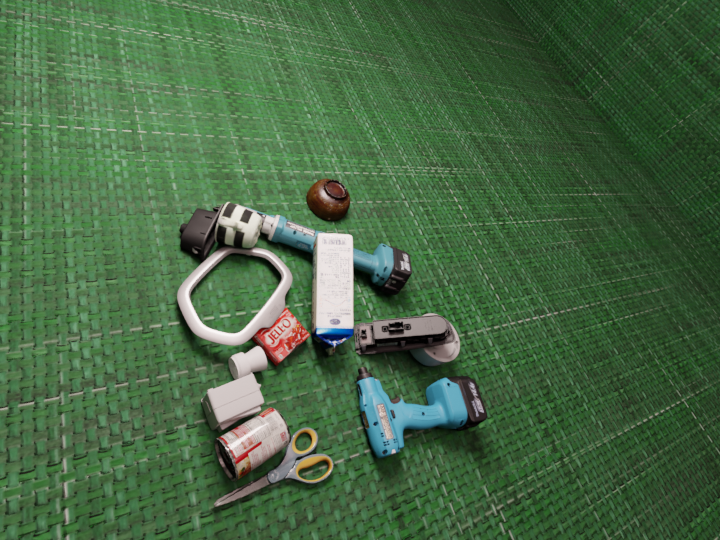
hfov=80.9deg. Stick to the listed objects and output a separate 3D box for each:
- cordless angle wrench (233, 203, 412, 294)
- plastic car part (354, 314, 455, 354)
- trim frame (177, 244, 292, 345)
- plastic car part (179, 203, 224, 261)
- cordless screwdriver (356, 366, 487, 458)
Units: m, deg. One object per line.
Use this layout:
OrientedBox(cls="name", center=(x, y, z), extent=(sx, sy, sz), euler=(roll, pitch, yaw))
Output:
OrientedBox(cls="cordless angle wrench", center=(-0.092, -0.060, 0.946), extent=(0.416, 0.074, 0.100), euler=(20, 37, -9))
OrientedBox(cls="plastic car part", center=(0.089, 0.121, 0.860), extent=(0.204, 0.064, 0.068), euler=(-4, 51, 2))
OrientedBox(cls="trim frame", center=(-0.235, 0.039, 0.815), extent=(0.186, 0.027, 0.248), euler=(27, 43, 5))
OrientedBox(cls="plastic car part", center=(-0.326, -0.082, 0.856), extent=(0.071, 0.065, 0.118), euler=(18, 53, 2))
OrientedBox(cls="cordless screwdriver", center=(0.113, 0.253, 0.828), extent=(0.240, 0.074, 0.165), euler=(-5, 60, -25))
